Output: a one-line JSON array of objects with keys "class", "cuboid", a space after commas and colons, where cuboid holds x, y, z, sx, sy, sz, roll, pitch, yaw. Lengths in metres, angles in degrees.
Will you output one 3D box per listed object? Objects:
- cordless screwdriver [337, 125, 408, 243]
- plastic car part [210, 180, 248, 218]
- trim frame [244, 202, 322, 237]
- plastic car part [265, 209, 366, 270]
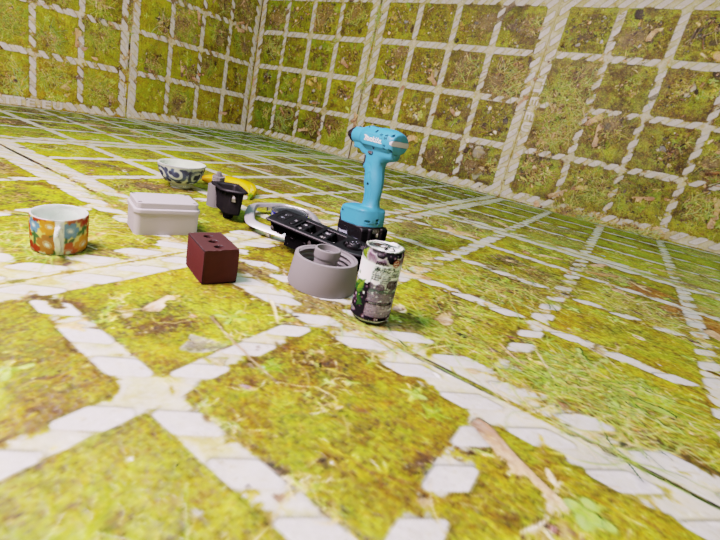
[{"class": "cordless screwdriver", "cuboid": [0.007, -0.180, 0.898, 0.071, 0.246, 0.169, -1, 22, -39]}, {"class": "plastic car part", "cuboid": [-0.286, -0.150, 0.917, 0.063, 0.070, 0.123, 2, 21, -28]}, {"class": "trim frame", "cuboid": [-0.163, -0.109, 0.935, 0.180, 0.027, 0.257, 7, 20, -14]}, {"class": "plastic car part", "cuboid": [-0.074, -0.048, 0.754, 0.211, 0.066, 0.064, 19, 19, 22]}]
